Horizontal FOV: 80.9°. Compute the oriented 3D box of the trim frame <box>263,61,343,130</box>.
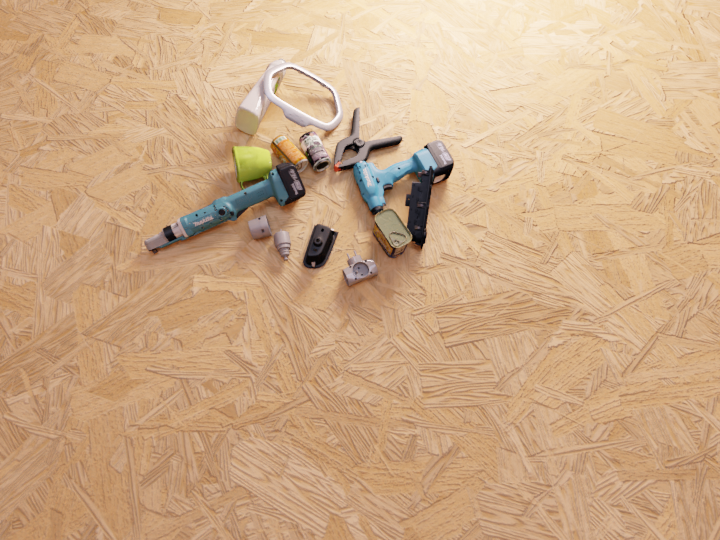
[{"bbox_3d":[-0.157,-0.487,1.187,0.240,0.028,0.187,24,62,-19],"label":"trim frame"}]

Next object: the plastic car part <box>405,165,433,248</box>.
[{"bbox_3d":[0.143,-0.153,1.040,0.068,0.065,0.202,3,93,7],"label":"plastic car part"}]

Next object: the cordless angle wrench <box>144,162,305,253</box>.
[{"bbox_3d":[-0.348,-0.151,1.071,0.421,0.077,0.095,-25,111,-4],"label":"cordless angle wrench"}]

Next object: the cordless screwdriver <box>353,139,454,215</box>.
[{"bbox_3d":[0.118,-0.237,1.104,0.248,0.072,0.164,-17,70,-2],"label":"cordless screwdriver"}]

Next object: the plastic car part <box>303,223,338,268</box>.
[{"bbox_3d":[-0.102,-0.066,1.039,0.067,0.069,0.117,16,67,5],"label":"plastic car part"}]
